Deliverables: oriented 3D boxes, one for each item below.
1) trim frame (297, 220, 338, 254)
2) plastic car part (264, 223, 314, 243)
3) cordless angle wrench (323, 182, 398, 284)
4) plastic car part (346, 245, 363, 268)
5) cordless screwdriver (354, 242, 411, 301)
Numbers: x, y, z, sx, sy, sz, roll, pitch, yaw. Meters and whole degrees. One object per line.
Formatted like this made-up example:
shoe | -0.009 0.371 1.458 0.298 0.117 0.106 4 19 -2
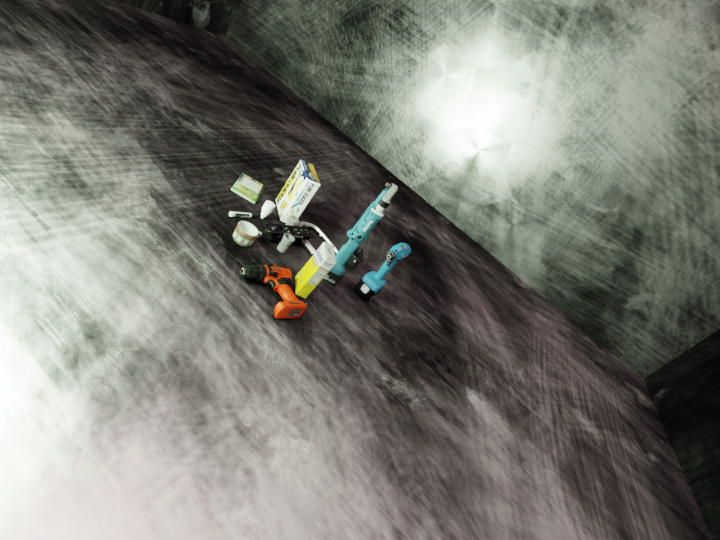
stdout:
trim frame | -0.164 -0.107 1.676 0.258 0.027 0.177 47 29 21
plastic car part | -0.271 -0.134 1.550 0.192 0.067 0.070 7 40 -44
cordless angle wrench | -0.007 -0.127 1.451 0.095 0.424 0.076 30 28 -17
plastic car part | -0.031 -0.051 1.693 0.064 0.071 0.119 29 28 -16
cordless screwdriver | 0.073 0.005 1.526 0.076 0.249 0.154 45 28 12
